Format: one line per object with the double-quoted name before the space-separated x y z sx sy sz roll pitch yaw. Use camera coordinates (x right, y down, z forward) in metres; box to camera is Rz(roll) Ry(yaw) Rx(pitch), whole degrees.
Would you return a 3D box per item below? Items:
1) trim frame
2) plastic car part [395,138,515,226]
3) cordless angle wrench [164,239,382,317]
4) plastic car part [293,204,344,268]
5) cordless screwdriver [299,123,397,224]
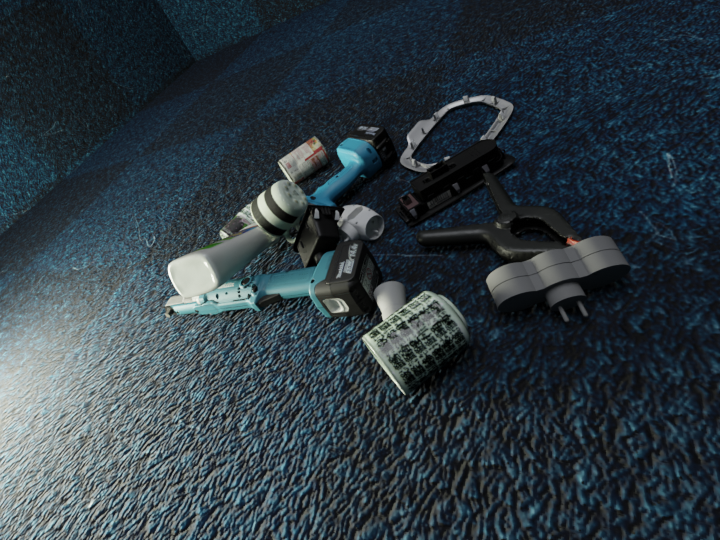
"trim frame" 0.181 -0.272 0.820 0.194 0.026 0.247 15 60 44
"plastic car part" 0.149 -0.154 0.694 0.203 0.064 0.069 -27 31 2
"cordless angle wrench" -0.175 0.036 0.703 0.439 0.071 0.099 -9 43 29
"plastic car part" -0.069 -0.045 0.704 0.063 0.116 0.074 3 47 -26
"cordless screwdriver" -0.052 -0.188 0.853 0.168 0.070 0.248 23 67 46
